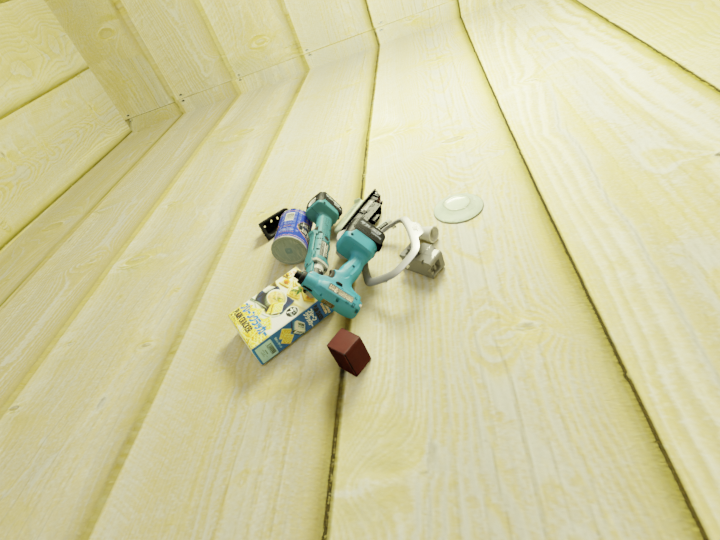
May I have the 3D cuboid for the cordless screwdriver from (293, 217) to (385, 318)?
[{"bbox_3d":[-0.044,-0.023,0.978,0.075,0.158,0.250,-52,10,49],"label":"cordless screwdriver"}]

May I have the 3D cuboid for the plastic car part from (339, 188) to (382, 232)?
[{"bbox_3d":[0.010,-0.146,1.219,0.070,0.064,0.201,32,60,18],"label":"plastic car part"}]

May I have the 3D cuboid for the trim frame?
[{"bbox_3d":[0.074,-0.050,1.036,0.186,0.026,0.255,-41,23,17],"label":"trim frame"}]

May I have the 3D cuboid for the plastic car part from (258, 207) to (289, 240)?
[{"bbox_3d":[-0.287,-0.158,1.395,0.115,0.064,0.074,-41,26,-25],"label":"plastic car part"}]

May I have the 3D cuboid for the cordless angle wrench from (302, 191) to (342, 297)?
[{"bbox_3d":[-0.109,-0.071,1.114,0.075,0.094,0.434,-39,27,24],"label":"cordless angle wrench"}]
